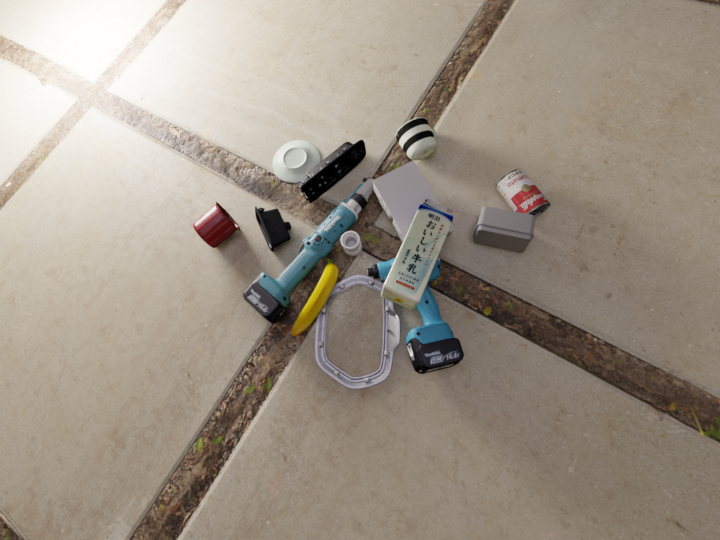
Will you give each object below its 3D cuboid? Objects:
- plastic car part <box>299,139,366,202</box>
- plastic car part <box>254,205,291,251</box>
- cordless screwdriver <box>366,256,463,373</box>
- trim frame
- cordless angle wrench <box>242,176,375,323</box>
[{"bbox_3d":[-0.072,-0.260,1.074,0.202,0.063,0.071,-37,44,-3],"label":"plastic car part"},{"bbox_3d":[-0.209,-0.106,1.043,0.070,0.065,0.120,-25,70,-16],"label":"plastic car part"},{"bbox_3d":[0.110,0.085,0.886,0.158,0.072,0.256,-8,65,-4],"label":"cordless screwdriver"},{"bbox_3d":[-0.008,0.128,0.928,0.187,0.026,0.253,1,68,10],"label":"trim frame"},{"bbox_3d":[-0.098,-0.064,0.998,0.102,0.072,0.421,37,78,20],"label":"cordless angle wrench"}]
